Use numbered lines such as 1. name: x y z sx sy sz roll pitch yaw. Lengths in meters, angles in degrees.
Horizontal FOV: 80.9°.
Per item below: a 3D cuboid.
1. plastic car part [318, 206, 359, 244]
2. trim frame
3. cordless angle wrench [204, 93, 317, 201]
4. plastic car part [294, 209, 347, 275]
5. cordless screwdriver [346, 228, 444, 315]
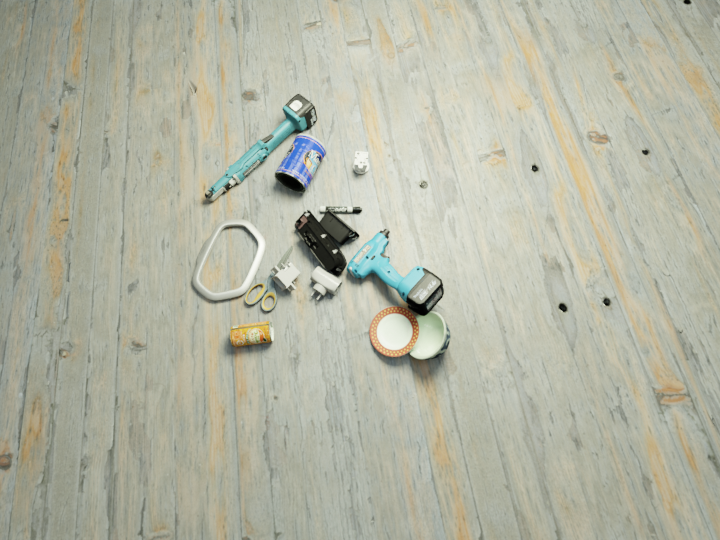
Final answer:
1. plastic car part: -0.070 -0.114 1.181 0.121 0.064 0.071 38 90 18
2. trim frame: -0.371 -0.033 1.188 0.187 0.027 0.250 16 73 9
3. cordless angle wrench: -0.306 -0.359 1.278 0.077 0.095 0.421 43 82 14
4. plastic car part: -0.113 -0.074 1.155 0.067 0.065 0.208 -44 76 17
5. cordless screwdriver: 0.101 -0.005 1.090 0.262 0.071 0.158 31 74 33
